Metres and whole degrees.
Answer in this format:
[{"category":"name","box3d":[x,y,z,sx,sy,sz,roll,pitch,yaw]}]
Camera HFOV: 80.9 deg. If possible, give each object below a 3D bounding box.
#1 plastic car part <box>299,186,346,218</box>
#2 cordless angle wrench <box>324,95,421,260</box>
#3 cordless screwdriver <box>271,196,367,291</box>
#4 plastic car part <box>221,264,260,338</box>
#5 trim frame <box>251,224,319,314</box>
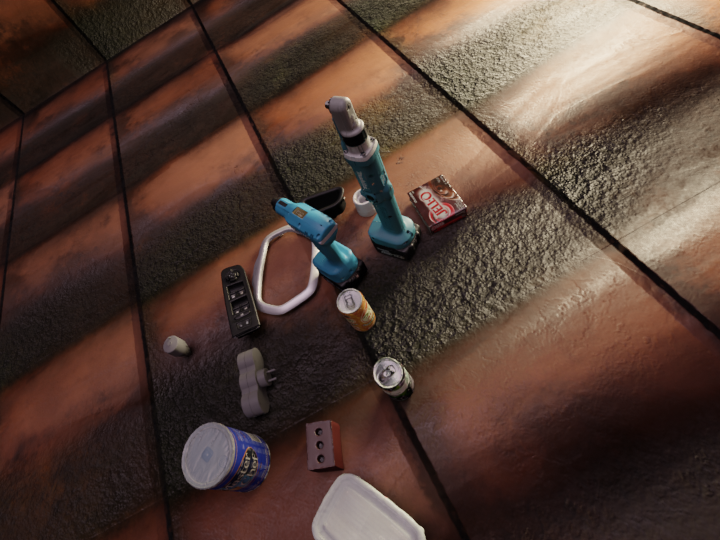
[{"category":"plastic car part","box3d":[-0.084,-0.152,1.035,0.118,0.067,0.068,-16,57,13]},{"category":"cordless angle wrench","box3d":[0.028,-0.155,0.784,0.103,0.402,0.074,19,69,28]},{"category":"cordless screwdriver","box3d":[-0.086,-0.056,0.875,0.168,0.236,0.074,32,76,32]},{"category":"plastic car part","box3d":[-0.276,0.070,0.987,0.066,0.064,0.213,-30,55,3]},{"category":"trim frame","box3d":[-0.182,-0.008,1.016,0.189,0.026,0.255,-10,58,17]}]
